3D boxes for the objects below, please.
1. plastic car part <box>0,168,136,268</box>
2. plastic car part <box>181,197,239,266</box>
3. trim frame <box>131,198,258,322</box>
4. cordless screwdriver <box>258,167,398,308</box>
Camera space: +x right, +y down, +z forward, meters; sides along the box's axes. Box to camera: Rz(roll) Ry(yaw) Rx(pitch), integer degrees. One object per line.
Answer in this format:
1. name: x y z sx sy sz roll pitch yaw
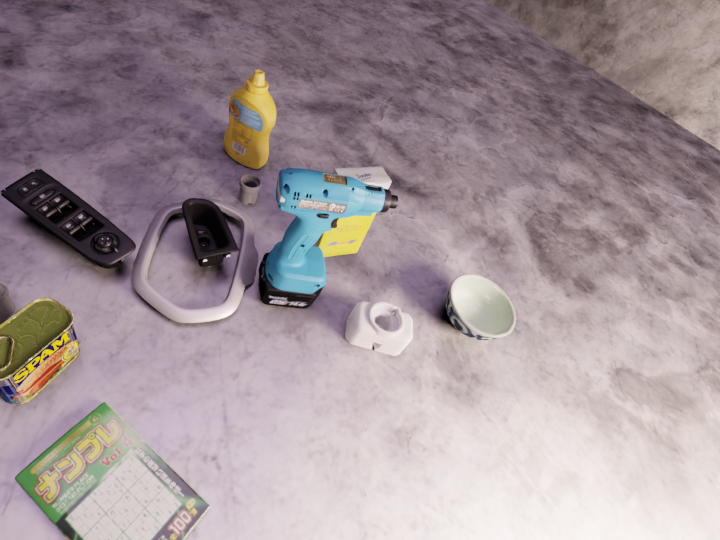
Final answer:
1. plastic car part: -0.426 -0.065 0.628 0.206 0.066 0.066 32 48 8
2. plastic car part: -0.248 -0.053 0.678 0.064 0.070 0.122 -12 57 -30
3. trim frame: -0.256 -0.025 0.680 0.180 0.027 0.256 9 49 -12
4. cordless screwdriver: -0.060 -0.039 0.612 0.155 0.247 0.077 7 51 -18
